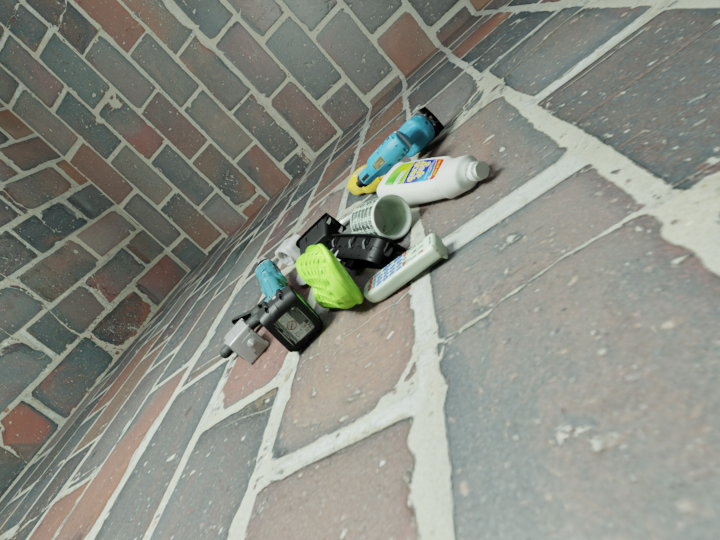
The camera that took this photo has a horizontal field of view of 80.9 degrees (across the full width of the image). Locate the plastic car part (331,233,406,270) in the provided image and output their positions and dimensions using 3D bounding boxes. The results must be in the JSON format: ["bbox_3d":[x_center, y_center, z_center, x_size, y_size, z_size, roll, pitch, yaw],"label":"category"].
[{"bbox_3d":[0.002,-0.034,0.754,0.067,0.064,0.210,-60,23,-14],"label":"plastic car part"}]

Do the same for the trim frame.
[{"bbox_3d":[-0.061,-0.057,0.975,0.191,0.026,0.248,-10,41,56],"label":"trim frame"}]

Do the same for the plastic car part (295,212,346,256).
[{"bbox_3d":[-0.092,-0.060,0.939,0.118,0.063,0.073,-40,32,24],"label":"plastic car part"}]

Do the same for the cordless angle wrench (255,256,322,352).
[{"bbox_3d":[-0.178,0.032,0.878,0.074,0.094,0.440,-43,23,-4],"label":"cordless angle wrench"}]

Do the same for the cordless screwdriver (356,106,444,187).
[{"bbox_3d":[0.088,-0.281,0.979,0.162,0.074,0.245,-39,6,44],"label":"cordless screwdriver"}]
